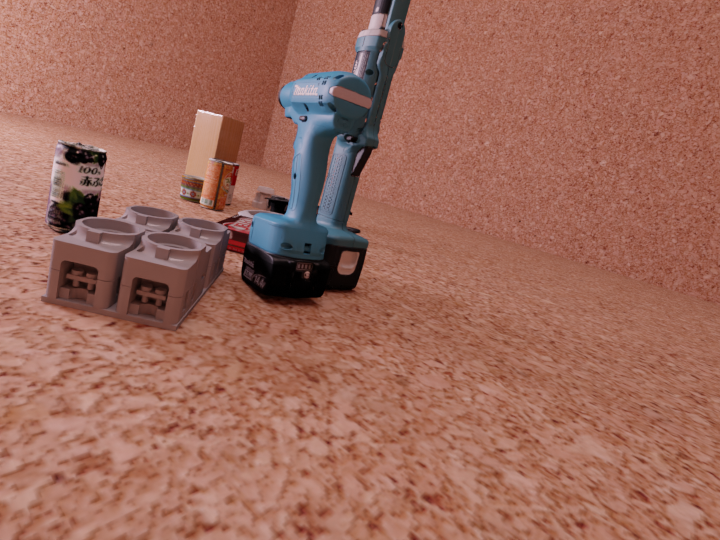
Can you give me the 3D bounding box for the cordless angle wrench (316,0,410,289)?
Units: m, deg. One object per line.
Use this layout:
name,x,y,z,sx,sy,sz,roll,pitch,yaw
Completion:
cordless angle wrench,-0.001,-0.185,0.544,0.071,0.420,0.104,6,14,-40

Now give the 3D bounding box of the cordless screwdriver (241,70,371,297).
cordless screwdriver,-0.078,-0.102,0.493,0.071,0.247,0.168,8,14,-36

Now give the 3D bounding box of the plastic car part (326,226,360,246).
plastic car part,-0.064,-0.042,0.654,0.116,0.070,0.067,14,12,-2

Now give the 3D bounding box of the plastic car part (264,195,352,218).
plastic car part,-0.126,-0.132,0.983,0.200,0.066,0.067,13,12,-7

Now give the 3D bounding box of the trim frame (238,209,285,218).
trim frame,-0.136,-0.078,0.827,0.175,0.027,0.263,5,16,-37
